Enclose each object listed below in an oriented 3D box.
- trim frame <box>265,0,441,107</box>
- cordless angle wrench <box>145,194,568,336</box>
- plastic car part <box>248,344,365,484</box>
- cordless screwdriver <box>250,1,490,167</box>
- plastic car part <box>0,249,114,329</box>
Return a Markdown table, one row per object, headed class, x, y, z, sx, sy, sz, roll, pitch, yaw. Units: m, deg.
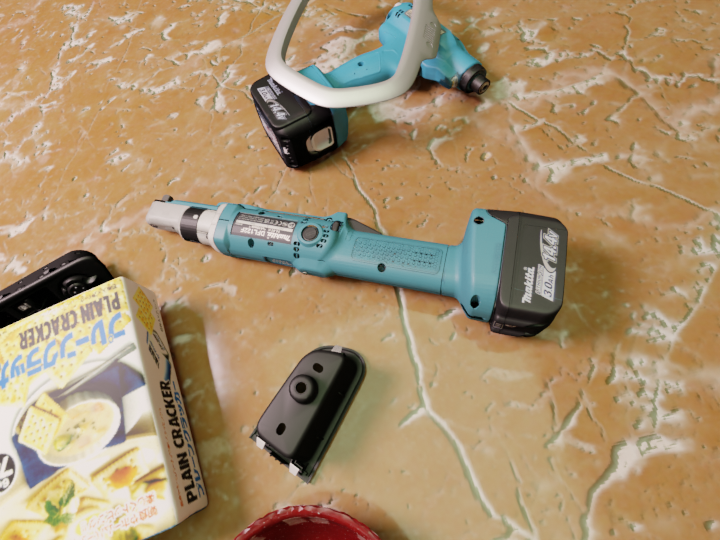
| class | x | y | z | sx | sy | sz | roll | pitch | yaw |
| --- | --- | --- | --- | --- | --- | --- | --- | --- | --- |
| trim frame | -0.005 | -0.268 | 0.474 | 0.188 | 0.026 | 0.252 | 7 | 61 | 11 |
| cordless angle wrench | -0.041 | -0.027 | 0.422 | 0.437 | 0.071 | 0.099 | 10 | 69 | 19 |
| plastic car part | -0.046 | 0.110 | 0.359 | 0.068 | 0.068 | 0.116 | 28 | 77 | 18 |
| cordless screwdriver | 0.010 | -0.206 | 0.488 | 0.247 | 0.072 | 0.166 | -34 | 64 | -8 |
| plastic car part | -0.368 | 0.039 | 0.471 | 0.203 | 0.063 | 0.070 | -28 | 39 | 0 |
